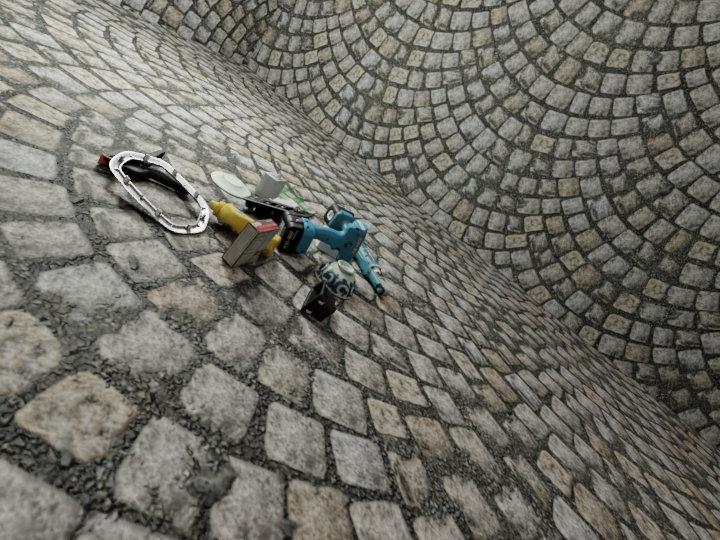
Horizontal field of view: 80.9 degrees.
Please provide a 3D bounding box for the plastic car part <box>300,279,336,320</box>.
[{"bbox_3d":[-0.086,0.074,0.972,0.070,0.067,0.117,50,16,-9],"label":"plastic car part"}]

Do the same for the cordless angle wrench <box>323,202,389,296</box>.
[{"bbox_3d":[-0.006,-0.070,1.385,0.093,0.074,0.445,19,29,-39],"label":"cordless angle wrench"}]

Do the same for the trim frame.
[{"bbox_3d":[-0.438,-0.178,0.940,0.249,0.028,0.182,47,28,-1],"label":"trim frame"}]

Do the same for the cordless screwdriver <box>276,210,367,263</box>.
[{"bbox_3d":[-0.114,-0.074,1.164,0.239,0.158,0.078,6,37,-27],"label":"cordless screwdriver"}]

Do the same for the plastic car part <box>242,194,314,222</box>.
[{"bbox_3d":[-0.232,-0.161,1.186,0.207,0.066,0.065,13,11,11],"label":"plastic car part"}]
